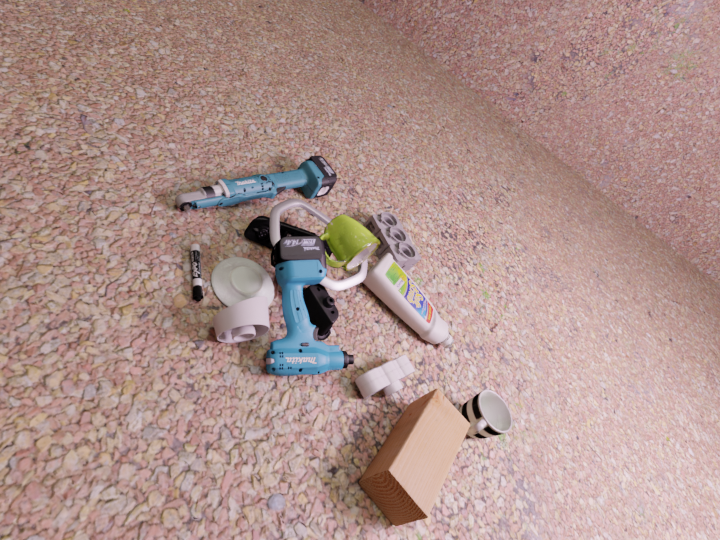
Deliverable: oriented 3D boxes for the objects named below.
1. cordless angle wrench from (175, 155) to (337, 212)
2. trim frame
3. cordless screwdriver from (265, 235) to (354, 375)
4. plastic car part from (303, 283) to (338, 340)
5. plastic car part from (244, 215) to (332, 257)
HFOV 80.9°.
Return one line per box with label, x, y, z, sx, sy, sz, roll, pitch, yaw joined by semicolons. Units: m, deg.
cordless angle wrench;-0.234;-0.196;0.992;0.408;0.075;0.101;-23;69;-43
trim frame;-0.088;-0.058;0.903;0.246;0.028;0.185;34;47;-5
cordless screwdriver;-0.092;0.064;0.782;0.155;0.075;0.253;3;74;-18
plastic car part;-0.081;0.072;0.853;0.063;0.071;0.121;-14;61;-44
plastic car part;-0.158;-0.077;0.940;0.194;0.066;0.070;16;33;-26
